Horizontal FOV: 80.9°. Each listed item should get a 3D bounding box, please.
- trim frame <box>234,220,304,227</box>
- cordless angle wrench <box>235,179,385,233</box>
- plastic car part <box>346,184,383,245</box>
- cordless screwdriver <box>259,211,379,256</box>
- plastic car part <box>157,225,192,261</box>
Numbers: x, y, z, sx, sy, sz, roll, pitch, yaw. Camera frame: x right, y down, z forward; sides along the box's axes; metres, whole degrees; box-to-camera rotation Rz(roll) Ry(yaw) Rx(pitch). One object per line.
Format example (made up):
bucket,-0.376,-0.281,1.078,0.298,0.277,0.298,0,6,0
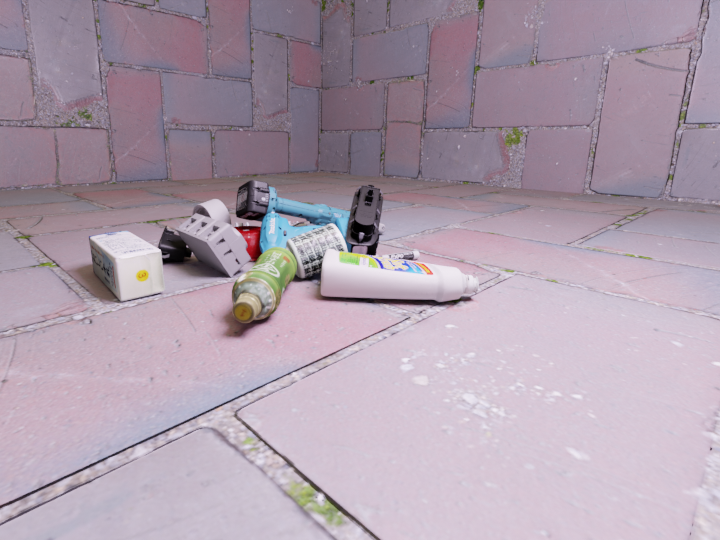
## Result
trim frame,-0.245,-0.120,1.135,0.188,0.027,0.245,1,5,10
cordless angle wrench,-0.100,-0.138,1.062,0.403,0.075,0.102,8,-10,-34
plastic car part,0.015,-0.125,0.882,0.066,0.066,0.207,16,44,-5
cordless screwdriver,-0.087,-0.057,0.890,0.246,0.072,0.165,0,42,-6
plastic car part,-0.397,-0.046,0.906,0.068,0.065,0.122,10,15,-24
